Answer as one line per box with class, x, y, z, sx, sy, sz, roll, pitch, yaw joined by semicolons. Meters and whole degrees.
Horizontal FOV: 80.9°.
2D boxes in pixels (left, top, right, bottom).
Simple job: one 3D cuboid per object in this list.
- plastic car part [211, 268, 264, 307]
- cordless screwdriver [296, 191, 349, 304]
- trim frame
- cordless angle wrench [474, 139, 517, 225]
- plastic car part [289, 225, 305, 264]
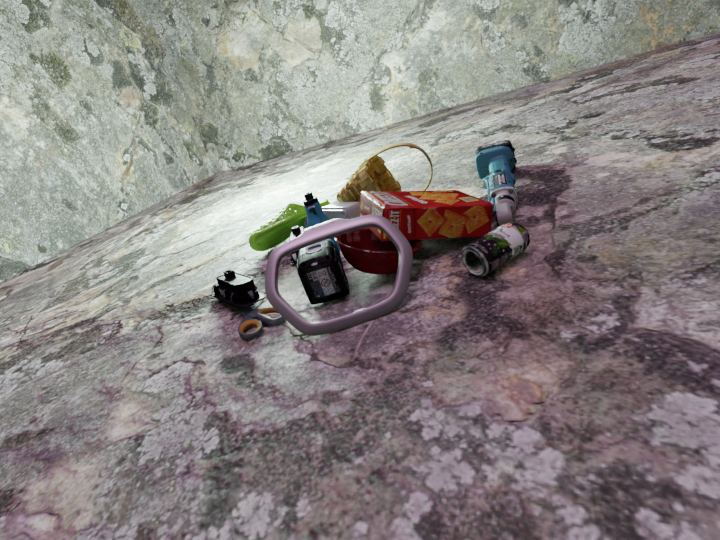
plastic car part;-0.257;0.034;0.878;0.064;0.066;0.213;-15;16;-31
cordless screwdriver;-0.081;-0.053;0.830;0.075;0.154;0.255;-17;24;3
trim frame;-0.036;0.001;0.689;0.249;0.189;0.027;-20;-17;3
cordless angle wrench;0.314;-0.199;0.954;0.101;0.072;0.425;-11;27;20
plastic car part;-0.147;-0.071;1.026;0.066;0.068;0.120;-17;25;1
